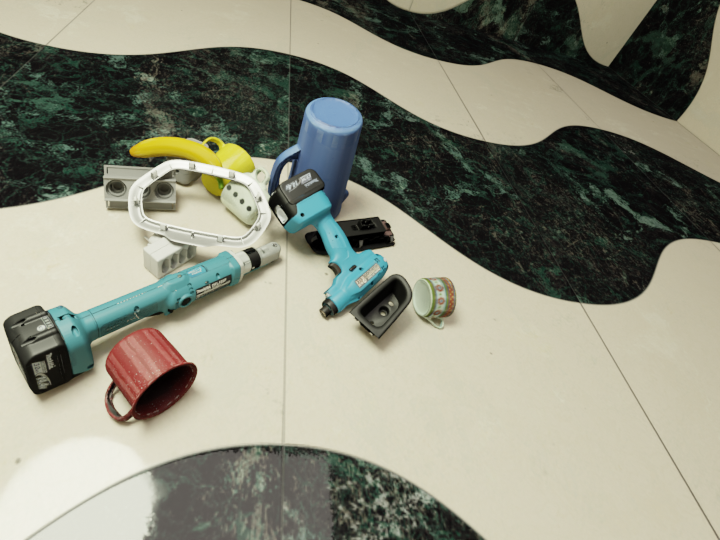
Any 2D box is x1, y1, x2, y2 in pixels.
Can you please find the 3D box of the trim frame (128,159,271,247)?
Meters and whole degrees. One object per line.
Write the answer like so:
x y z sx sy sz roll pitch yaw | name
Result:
-0.282 -0.120 0.752 0.244 0.027 0.188 12 58 -9 | trim frame

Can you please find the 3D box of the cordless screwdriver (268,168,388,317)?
-0.075 -0.049 0.764 0.157 0.075 0.248 -39 91 -28 | cordless screwdriver

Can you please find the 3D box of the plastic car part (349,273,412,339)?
0.040 0.068 0.739 0.068 0.069 0.115 40 63 16 | plastic car part

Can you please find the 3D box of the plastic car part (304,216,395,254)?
-0.013 -0.075 0.871 0.197 0.067 0.068 -12 68 -25 | plastic car part

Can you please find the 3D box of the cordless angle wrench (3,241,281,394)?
-0.284 0.033 0.651 0.077 0.097 0.411 40 44 21 | cordless angle wrench
